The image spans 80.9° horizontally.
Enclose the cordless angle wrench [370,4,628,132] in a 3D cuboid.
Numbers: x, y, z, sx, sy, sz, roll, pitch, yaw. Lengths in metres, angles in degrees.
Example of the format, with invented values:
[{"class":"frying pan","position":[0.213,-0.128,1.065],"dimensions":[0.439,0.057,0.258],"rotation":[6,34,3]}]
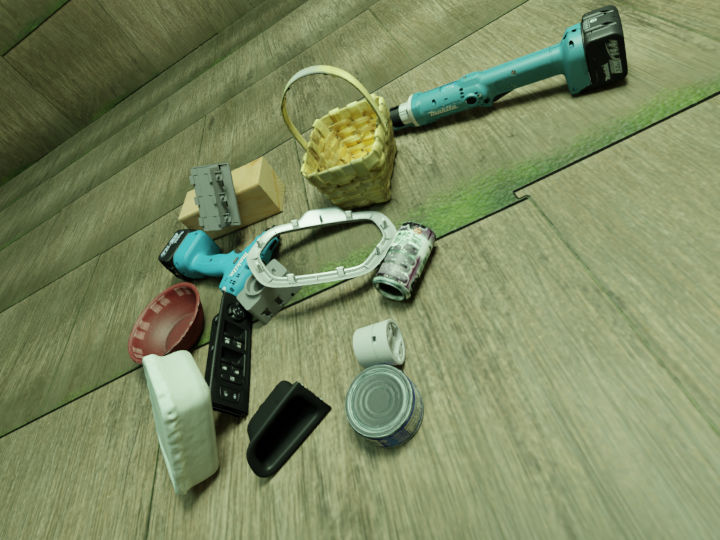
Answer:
[{"class":"cordless angle wrench","position":[0.195,-0.308,0.727],"dimensions":[0.441,0.092,0.075],"rotation":[-6,54,34]}]

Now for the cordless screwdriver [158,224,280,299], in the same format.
[{"class":"cordless screwdriver","position":[-0.273,-0.036,0.829],"dimensions":[0.262,0.070,0.159],"rotation":[12,62,36]}]

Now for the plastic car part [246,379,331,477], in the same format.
[{"class":"plastic car part","position":[-0.106,0.188,0.538],"dimensions":[0.116,0.063,0.074],"rotation":[-48,28,-6]}]

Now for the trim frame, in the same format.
[{"class":"trim frame","position":[-0.066,-0.043,0.680],"dimensions":[0.253,0.026,0.189],"rotation":[-10,39,11]}]

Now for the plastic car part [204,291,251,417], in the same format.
[{"class":"plastic car part","position":[-0.207,0.128,0.657],"dimensions":[0.068,0.063,0.210],"rotation":[-43,37,34]}]
